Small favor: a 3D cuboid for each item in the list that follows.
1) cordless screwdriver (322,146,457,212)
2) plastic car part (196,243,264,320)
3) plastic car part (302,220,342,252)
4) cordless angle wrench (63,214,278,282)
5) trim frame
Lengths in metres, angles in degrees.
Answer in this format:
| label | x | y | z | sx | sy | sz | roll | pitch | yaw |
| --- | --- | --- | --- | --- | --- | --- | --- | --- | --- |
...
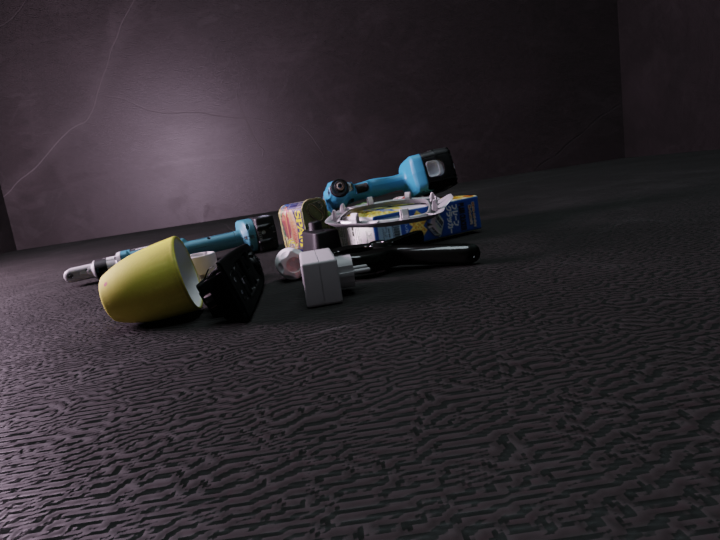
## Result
| label | x | y | z | sx | sy | sz | roll | pitch | yaw |
| --- | --- | --- | --- | --- | --- | --- | --- | --- | --- |
| cordless screwdriver | 0.052 | -0.165 | 0.786 | 0.248 | 0.074 | 0.159 | -14 | 0 | -3 |
| plastic car part | -0.154 | 0.013 | 0.514 | 0.067 | 0.065 | 0.205 | -34 | 12 | 5 |
| plastic car part | -0.065 | -0.043 | 0.667 | 0.064 | 0.070 | 0.121 | -11 | 14 | -23 |
| cordless angle wrench | -0.386 | -0.039 | 0.886 | 0.413 | 0.073 | 0.102 | -15 | 12 | -19 |
| trim frame | 0.044 | -0.096 | 0.641 | 0.188 | 0.027 | 0.247 | -4 | 14 | 11 |
